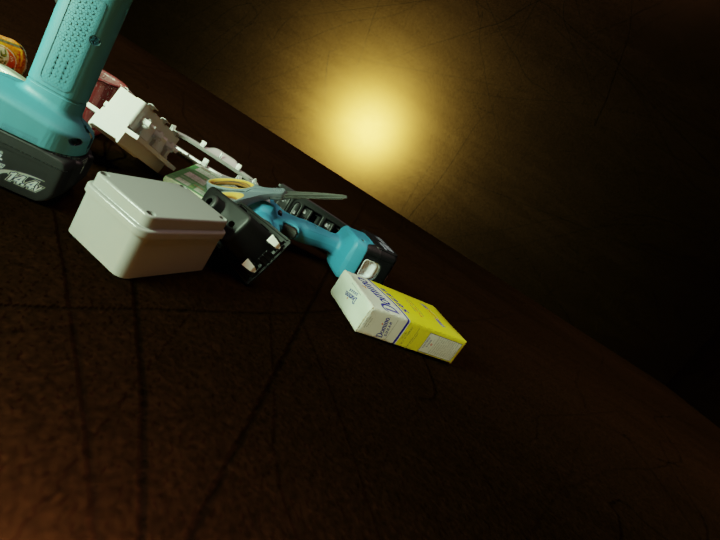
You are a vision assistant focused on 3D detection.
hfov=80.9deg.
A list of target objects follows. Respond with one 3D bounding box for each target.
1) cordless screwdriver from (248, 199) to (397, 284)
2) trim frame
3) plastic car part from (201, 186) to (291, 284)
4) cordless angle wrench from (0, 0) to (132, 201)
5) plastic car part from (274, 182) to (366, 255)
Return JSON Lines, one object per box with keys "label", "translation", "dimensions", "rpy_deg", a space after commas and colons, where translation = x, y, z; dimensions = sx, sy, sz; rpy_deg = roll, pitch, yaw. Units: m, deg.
{"label": "cordless screwdriver", "translation": [-0.063, -0.041, 0.643], "dimensions": [0.240, 0.074, 0.165], "rpy_deg": [23, 16, -20]}
{"label": "trim frame", "translation": [-0.315, -0.236, 0.866], "dimensions": [0.251, 0.027, 0.183], "rpy_deg": [31, 12, 3]}
{"label": "plastic car part", "translation": [-0.143, -0.052, 0.465], "dimensions": [0.123, 0.066, 0.067], "rpy_deg": [40, -9, 34]}
{"label": "cordless angle wrench", "translation": [-0.196, -0.256, 0.332], "dimensions": [0.094, 0.423, 0.077], "rpy_deg": [28, 14, -23]}
{"label": "plastic car part", "translation": [-0.076, -0.073, 0.764], "dimensions": [0.202, 0.066, 0.067], "rpy_deg": [31, -12, -3]}
